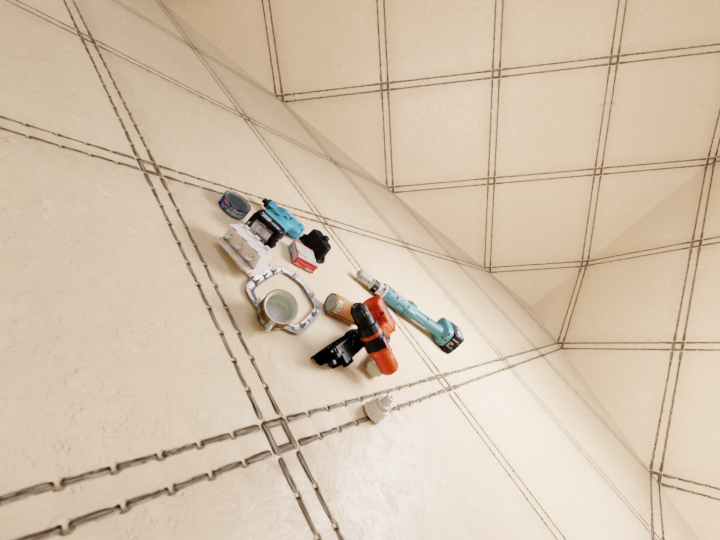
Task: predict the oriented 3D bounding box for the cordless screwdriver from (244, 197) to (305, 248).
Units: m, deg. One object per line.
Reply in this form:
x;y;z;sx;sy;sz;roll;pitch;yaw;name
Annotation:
-0.255;-0.141;1.194;0.160;0.075;0.246;42;16;0;cordless screwdriver

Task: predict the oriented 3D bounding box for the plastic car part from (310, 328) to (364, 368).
-0.033;0.175;0.956;0.068;0.067;0.198;54;21;2;plastic car part

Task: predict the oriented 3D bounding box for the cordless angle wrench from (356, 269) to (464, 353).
0.157;0.126;1.401;0.413;0.074;0.100;35;21;-12;cordless angle wrench

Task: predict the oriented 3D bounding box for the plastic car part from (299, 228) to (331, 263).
-0.128;-0.084;1.306;0.062;0.071;0.122;11;33;-52;plastic car part

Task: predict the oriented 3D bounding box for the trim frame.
-0.174;0.059;0.993;0.186;0.028;0.245;42;22;3;trim frame
